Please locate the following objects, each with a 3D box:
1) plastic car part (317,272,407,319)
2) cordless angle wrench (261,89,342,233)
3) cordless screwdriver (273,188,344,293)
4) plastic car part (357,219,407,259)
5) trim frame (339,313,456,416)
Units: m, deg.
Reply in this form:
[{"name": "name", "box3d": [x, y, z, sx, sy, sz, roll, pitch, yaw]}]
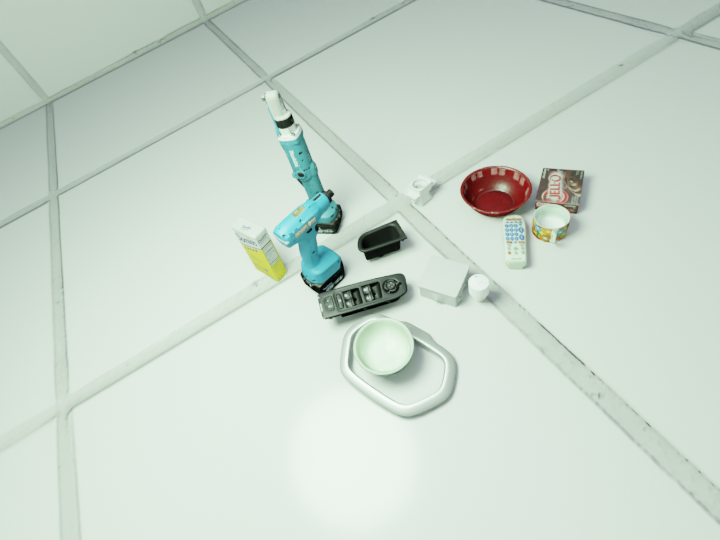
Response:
[{"name": "plastic car part", "box3d": [0.010, 0.064, 0.955, 0.204, 0.064, 0.069, -19, 51, 5]}, {"name": "cordless angle wrench", "box3d": [-0.138, -0.248, 1.024, 0.101, 0.403, 0.075, 4, 55, 19]}, {"name": "cordless screwdriver", "box3d": [-0.095, -0.062, 0.976, 0.078, 0.237, 0.158, 33, 69, 33]}, {"name": "plastic car part", "box3d": [0.051, -0.063, 1.036, 0.117, 0.067, 0.069, -23, 50, 0]}, {"name": "trim frame", "box3d": [0.070, 0.185, 0.867, 0.262, 0.026, 0.183, 25, 65, 32]}]
